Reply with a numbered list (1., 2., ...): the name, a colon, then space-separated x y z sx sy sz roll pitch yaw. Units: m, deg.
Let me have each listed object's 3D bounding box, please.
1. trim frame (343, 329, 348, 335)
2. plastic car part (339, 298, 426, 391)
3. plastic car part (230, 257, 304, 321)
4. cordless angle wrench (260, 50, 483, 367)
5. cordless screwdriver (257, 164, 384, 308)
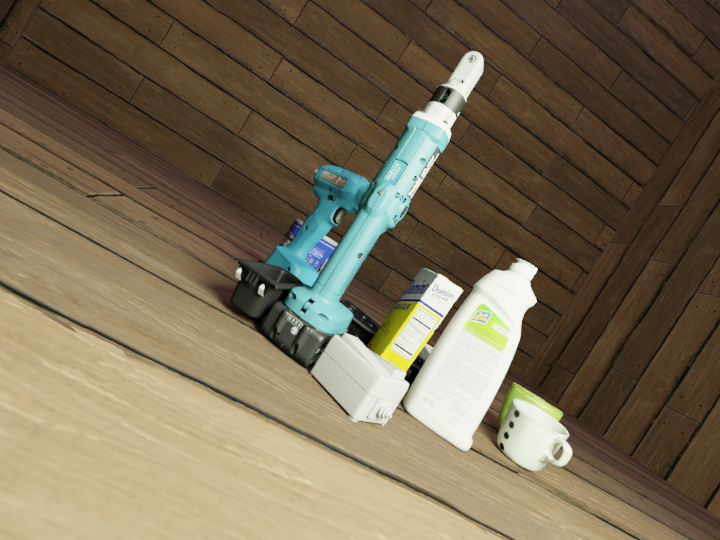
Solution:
1. trim frame: -0.019 0.113 0.793 0.245 0.027 0.187 32 2 -9
2. plastic car part: 0.036 0.127 0.669 0.208 0.067 0.064 32 1 13
3. plastic car part: -0.122 0.031 0.538 0.068 0.071 0.112 32 2 16
4. cordless angle wrench: 0.029 -0.082 0.516 0.077 0.423 0.094 33 1 18
5. cordless screwdriver: -0.065 -0.043 0.668 0.169 0.248 0.070 33 2 43
